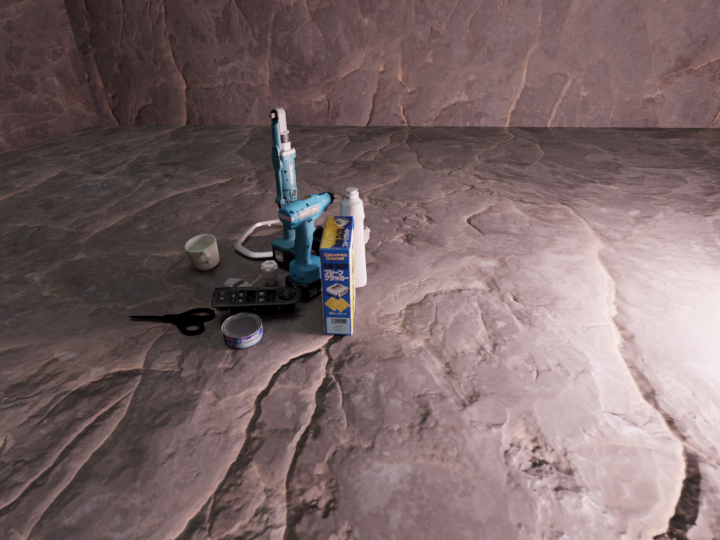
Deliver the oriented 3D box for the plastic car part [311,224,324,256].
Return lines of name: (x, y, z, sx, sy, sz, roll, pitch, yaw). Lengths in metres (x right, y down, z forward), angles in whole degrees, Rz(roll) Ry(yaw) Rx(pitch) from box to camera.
plastic car part: (-0.119, -0.078, 1.215, 0.064, 0.069, 0.123, -15, 32, -23)

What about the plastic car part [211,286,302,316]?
plastic car part: (-0.234, 0.075, 0.969, 0.202, 0.065, 0.068, -5, 29, -4)

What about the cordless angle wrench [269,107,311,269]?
cordless angle wrench: (-0.194, -0.205, 1.101, 0.078, 0.411, 0.095, 20, 34, 33)

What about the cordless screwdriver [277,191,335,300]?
cordless screwdriver: (-0.117, -0.064, 1.020, 0.078, 0.242, 0.155, 22, 36, 35)

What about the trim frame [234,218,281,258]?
trim frame: (-0.284, -0.101, 1.313, 0.189, 0.027, 0.250, 4, 31, 12)
